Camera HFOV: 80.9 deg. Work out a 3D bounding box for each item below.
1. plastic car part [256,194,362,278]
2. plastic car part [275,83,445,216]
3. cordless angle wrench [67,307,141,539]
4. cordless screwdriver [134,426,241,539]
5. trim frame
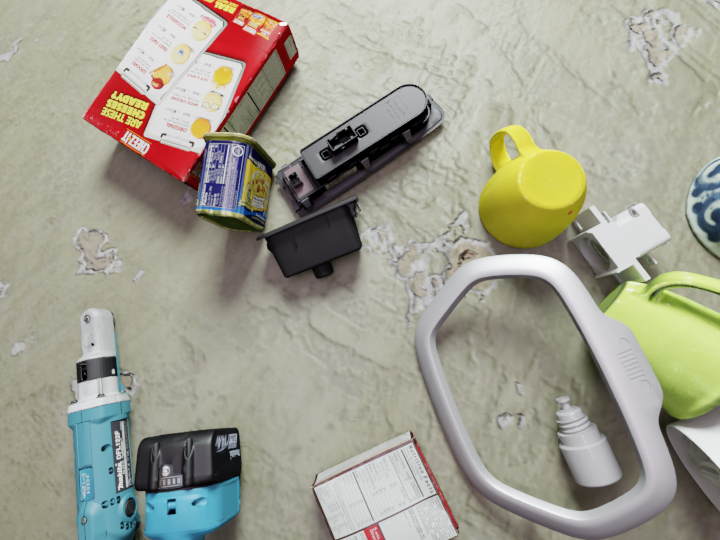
[{"bbox_3d":[-0.045,-0.029,0.459,0.117,0.066,0.071,-25,93,7],"label":"plastic car part"},{"bbox_3d":[-0.003,-0.145,0.471,0.203,0.065,0.069,-31,71,0],"label":"plastic car part"},{"bbox_3d":[-0.253,0.245,0.426,0.075,0.095,0.433,-17,74,7],"label":"cordless angle wrench"},{"bbox_3d":[-0.148,0.282,0.389,0.075,0.153,0.256,-9,64,1],"label":"cordless screwdriver"},{"bbox_3d":[0.152,0.106,0.379,0.189,0.026,0.254,-28,73,29],"label":"trim frame"}]
